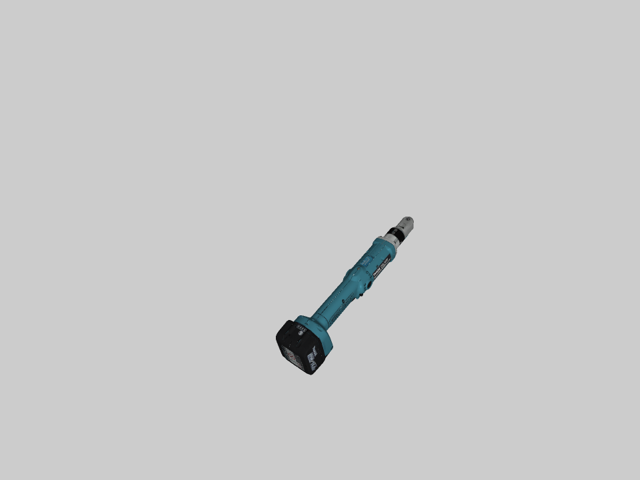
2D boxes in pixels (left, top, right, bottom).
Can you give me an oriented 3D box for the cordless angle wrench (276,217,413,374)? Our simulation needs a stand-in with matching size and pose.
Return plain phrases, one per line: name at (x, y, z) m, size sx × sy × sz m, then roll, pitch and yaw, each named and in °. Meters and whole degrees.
cordless angle wrench at (0.079, 0.084, 0.877) m, size 0.074 × 0.098 × 0.421 m, roll 25°, pitch 56°, yaw 31°
